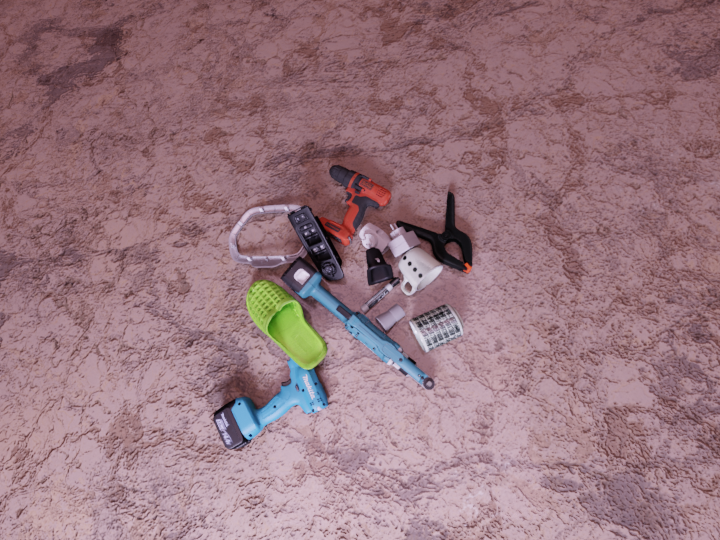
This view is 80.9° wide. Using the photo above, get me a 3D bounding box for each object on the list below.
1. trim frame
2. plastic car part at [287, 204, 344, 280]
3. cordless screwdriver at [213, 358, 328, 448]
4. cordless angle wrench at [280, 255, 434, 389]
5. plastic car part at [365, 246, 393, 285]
[{"bbox_3d":[-0.237,-0.092,1.112,0.255,0.026,0.187,0,69,16],"label":"trim frame"},{"bbox_3d":[-0.102,-0.067,1.045,0.068,0.066,0.200,-24,98,21],"label":"plastic car part"},{"bbox_3d":[-0.215,0.291,0.975,0.248,0.072,0.165,-26,70,-4],"label":"cordless screwdriver"},{"bbox_3d":[-0.005,0.128,0.990,0.435,0.095,0.074,38,81,14],"label":"cordless angle wrench"},{"bbox_3d":[0.037,-0.018,1.012,0.066,0.112,0.073,-18,65,0],"label":"plastic car part"}]
